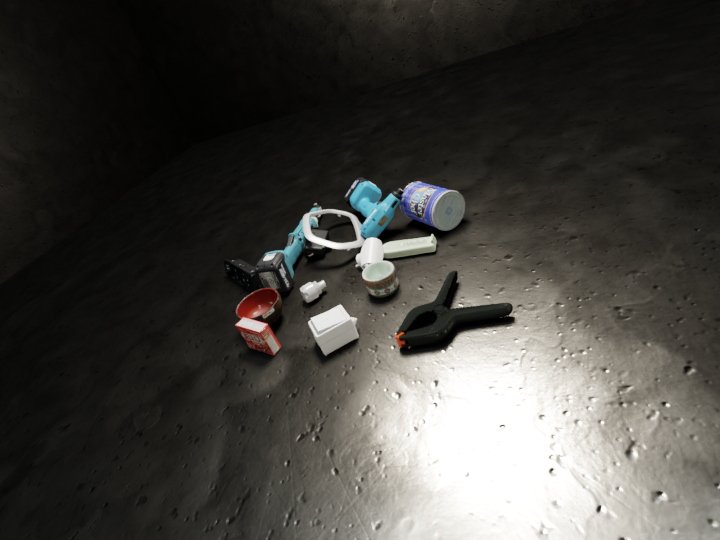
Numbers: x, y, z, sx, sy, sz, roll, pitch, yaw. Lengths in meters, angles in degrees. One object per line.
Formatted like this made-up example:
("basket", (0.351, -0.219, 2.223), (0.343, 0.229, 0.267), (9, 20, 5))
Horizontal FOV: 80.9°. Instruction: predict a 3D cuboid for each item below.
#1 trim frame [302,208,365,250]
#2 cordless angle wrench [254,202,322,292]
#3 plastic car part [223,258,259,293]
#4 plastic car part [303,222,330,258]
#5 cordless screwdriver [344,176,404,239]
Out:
("trim frame", (-0.073, -0.120, 1.204), (0.182, 0.027, 0.257), (0, 29, -9))
("cordless angle wrench", (-0.185, -0.089, 1.252), (0.077, 0.094, 0.426), (-10, 30, 21))
("plastic car part", (-0.341, 0.004, 1.230), (0.065, 0.064, 0.214), (-30, 30, -32))
("plastic car part", (-0.119, -0.078, 1.216), (0.072, 0.063, 0.119), (-1, 37, 8))
("cordless screwdriver", (0.039, -0.204, 1.224), (0.159, 0.071, 0.259), (-52, 28, 18))
